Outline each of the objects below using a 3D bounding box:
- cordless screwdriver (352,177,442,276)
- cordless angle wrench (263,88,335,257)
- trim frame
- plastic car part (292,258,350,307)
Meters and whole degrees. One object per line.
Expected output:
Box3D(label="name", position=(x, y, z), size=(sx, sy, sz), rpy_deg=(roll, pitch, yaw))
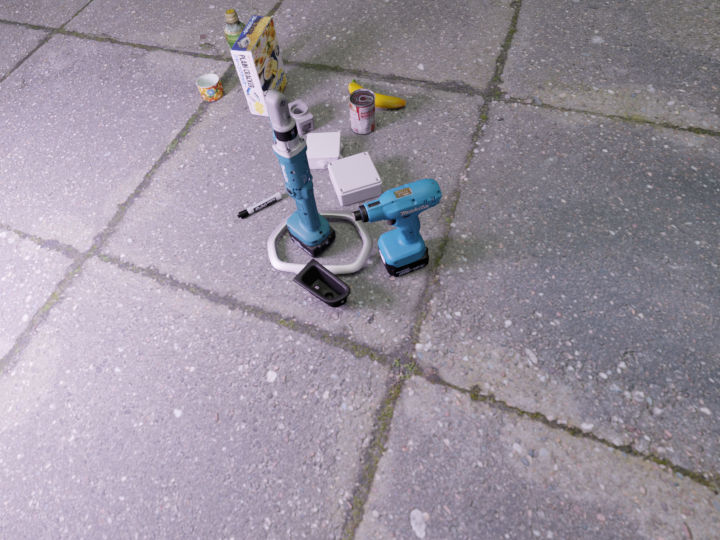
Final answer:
Box3D(label="cordless screwdriver", position=(0.067, -0.073, 0.836), size=(0.158, 0.240, 0.077), rpy_deg=(-17, 61, -5))
Box3D(label="cordless angle wrench", position=(-0.120, -0.170, 0.821), size=(0.102, 0.408, 0.074), rpy_deg=(38, 69, 21))
Box3D(label="trim frame", position=(-0.096, -0.062, 0.977), size=(0.252, 0.026, 0.188), rpy_deg=(1, 60, 9))
Box3D(label="plastic car part", position=(-0.075, 0.041, 0.889), size=(0.122, 0.068, 0.065), rpy_deg=(35, 69, 23))
